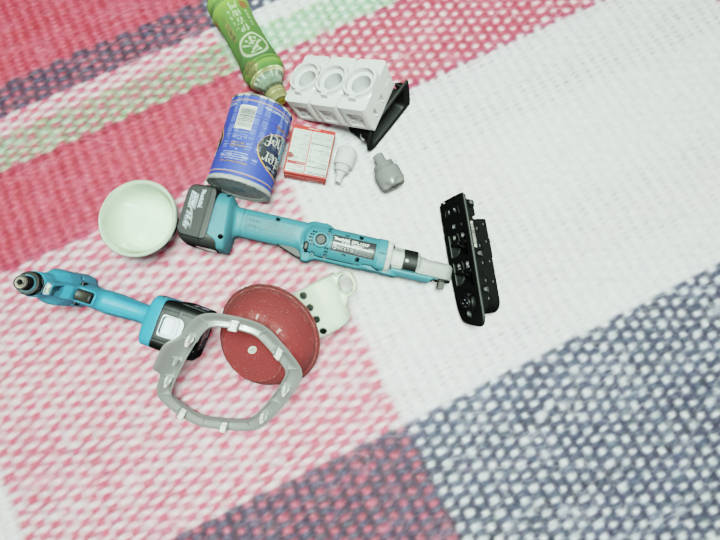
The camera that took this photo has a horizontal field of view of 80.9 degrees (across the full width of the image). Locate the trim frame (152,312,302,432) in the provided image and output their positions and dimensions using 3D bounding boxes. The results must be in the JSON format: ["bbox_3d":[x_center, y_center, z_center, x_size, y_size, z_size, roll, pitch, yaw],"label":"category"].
[{"bbox_3d":[-0.187,0.150,0.575,0.180,0.028,0.249,31,124,-11],"label":"trim frame"}]

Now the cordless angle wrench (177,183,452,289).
[{"bbox_3d":[-0.065,-0.042,0.663,0.424,0.074,0.098,13,80,1],"label":"cordless angle wrench"}]

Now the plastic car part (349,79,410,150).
[{"bbox_3d":[0.023,-0.269,0.712,0.074,0.063,0.116,38,86,20],"label":"plastic car part"}]

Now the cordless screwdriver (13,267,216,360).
[{"bbox_3d":[-0.341,0.055,0.603,0.250,0.158,0.075,18,81,1],"label":"cordless screwdriver"}]

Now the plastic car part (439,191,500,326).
[{"bbox_3d":[0.174,-0.015,0.660,0.064,0.068,0.206,3,77,-28],"label":"plastic car part"}]
